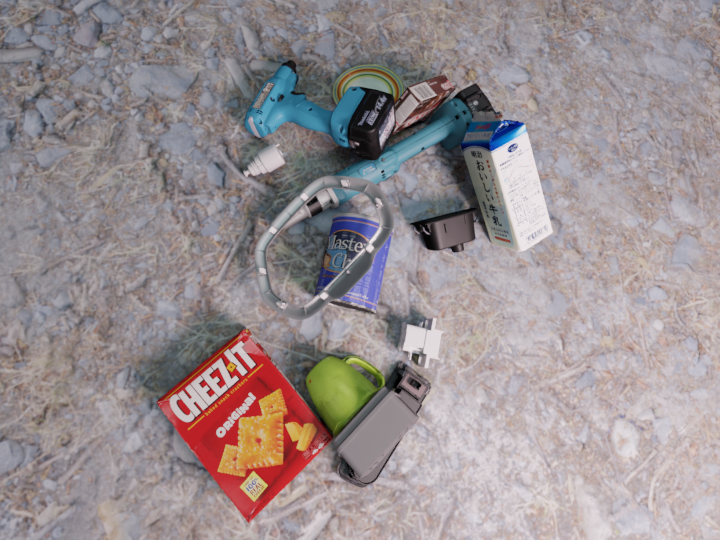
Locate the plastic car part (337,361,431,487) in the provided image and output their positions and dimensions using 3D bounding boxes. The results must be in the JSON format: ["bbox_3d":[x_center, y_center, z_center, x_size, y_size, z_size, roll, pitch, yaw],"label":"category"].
[{"bbox_3d":[0.043,0.249,0.660,0.065,0.068,0.203,38,80,-9],"label":"plastic car part"}]

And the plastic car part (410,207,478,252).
[{"bbox_3d":[0.158,-0.066,0.740,0.115,0.068,0.070,-12,97,-13],"label":"plastic car part"}]

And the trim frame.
[{"bbox_3d":[-0.063,-0.041,0.645,0.248,0.026,0.193,-45,64,2],"label":"trim frame"}]

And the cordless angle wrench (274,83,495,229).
[{"bbox_3d":[0.036,-0.184,0.733,0.420,0.098,0.075,-31,90,-8],"label":"cordless angle wrench"}]

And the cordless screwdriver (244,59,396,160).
[{"bbox_3d":[-0.062,-0.283,0.719,0.258,0.071,0.160,17,70,19],"label":"cordless screwdriver"}]
